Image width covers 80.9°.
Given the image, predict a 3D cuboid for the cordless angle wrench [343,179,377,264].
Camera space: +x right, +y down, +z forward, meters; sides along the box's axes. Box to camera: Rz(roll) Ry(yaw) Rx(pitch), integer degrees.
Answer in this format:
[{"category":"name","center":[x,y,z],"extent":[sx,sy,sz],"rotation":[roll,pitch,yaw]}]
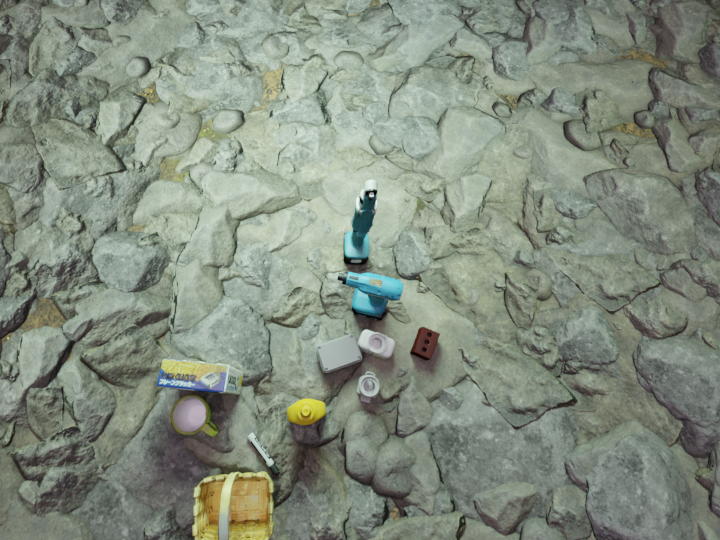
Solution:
[{"category":"cordless angle wrench","center":[0.004,-0.124,1.102],"extent":[0.074,0.416,0.100],"rotation":[2,72,-5]}]

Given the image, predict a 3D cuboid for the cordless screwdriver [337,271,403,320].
[{"category":"cordless screwdriver","center":[0.012,0.062,1.123],"extent":[0.160,0.245,0.075],"rotation":[14,71,1]}]
